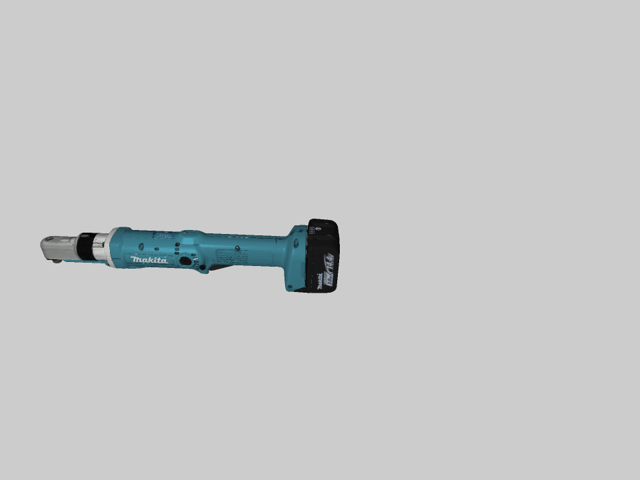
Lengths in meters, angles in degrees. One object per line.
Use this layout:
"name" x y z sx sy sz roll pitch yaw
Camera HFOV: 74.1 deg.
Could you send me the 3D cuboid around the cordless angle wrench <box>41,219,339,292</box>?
"cordless angle wrench" -0.186 0.016 0.612 0.423 0.098 0.074 2 35 -2
